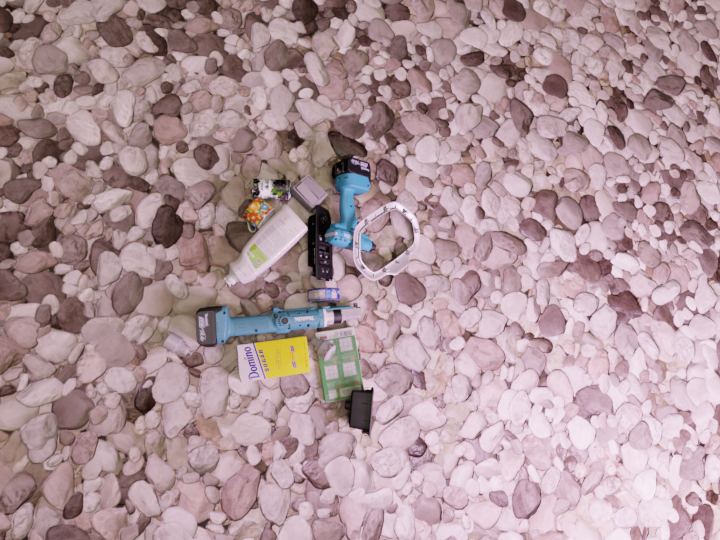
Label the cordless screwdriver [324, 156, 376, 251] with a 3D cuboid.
[{"bbox_3d":[-0.013,-0.176,1.167,0.151,0.077,0.252,14,73,-36],"label":"cordless screwdriver"}]

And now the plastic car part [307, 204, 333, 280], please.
[{"bbox_3d":[-0.111,-0.073,1.140,0.063,0.070,0.205,10,76,-40],"label":"plastic car part"}]

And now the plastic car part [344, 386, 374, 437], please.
[{"bbox_3d":[-0.004,0.350,1.067,0.071,0.066,0.117,2,84,-2],"label":"plastic car part"}]

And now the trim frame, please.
[{"bbox_3d":[0.076,-0.080,1.156,0.244,0.029,0.179,-35,109,-29],"label":"trim frame"}]

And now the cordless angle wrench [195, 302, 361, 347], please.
[{"bbox_3d":[-0.199,0.127,1.083,0.414,0.075,0.099,-4,81,-13],"label":"cordless angle wrench"}]
